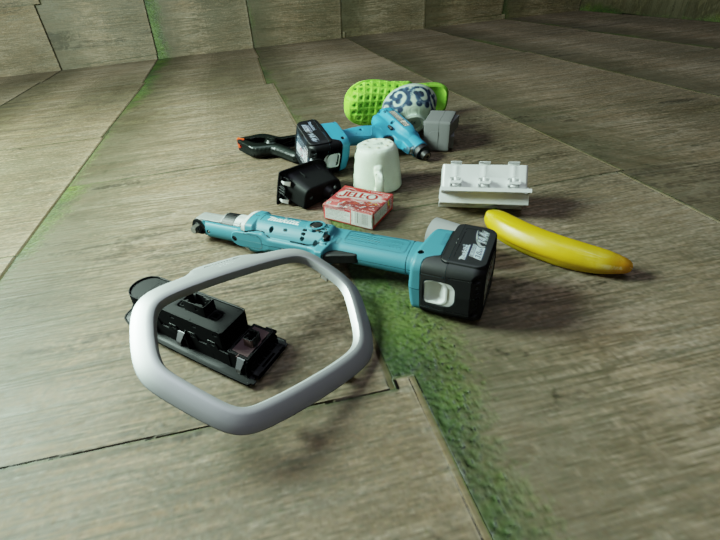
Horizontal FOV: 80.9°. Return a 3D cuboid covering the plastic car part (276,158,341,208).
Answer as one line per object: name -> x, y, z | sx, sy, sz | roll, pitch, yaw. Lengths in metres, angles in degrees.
plastic car part -> -0.078, -0.143, 0.718 | 0.113, 0.064, 0.074 | -29, 57, -35

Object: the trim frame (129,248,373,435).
trim frame -> -0.094, 0.050, 0.413 | 0.240, 0.027, 0.192 | -23, 60, -40

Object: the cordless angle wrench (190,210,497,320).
cordless angle wrench -> -0.054, -0.035, 0.553 | 0.442, 0.072, 0.097 | 12, 38, 26

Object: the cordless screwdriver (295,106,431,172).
cordless screwdriver -> 0.005, -0.246, 0.828 | 0.242, 0.072, 0.167 | -20, 54, -23

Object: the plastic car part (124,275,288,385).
plastic car part -> -0.183, 0.053, 0.455 | 0.212, 0.064, 0.066 | 13, 45, 27
